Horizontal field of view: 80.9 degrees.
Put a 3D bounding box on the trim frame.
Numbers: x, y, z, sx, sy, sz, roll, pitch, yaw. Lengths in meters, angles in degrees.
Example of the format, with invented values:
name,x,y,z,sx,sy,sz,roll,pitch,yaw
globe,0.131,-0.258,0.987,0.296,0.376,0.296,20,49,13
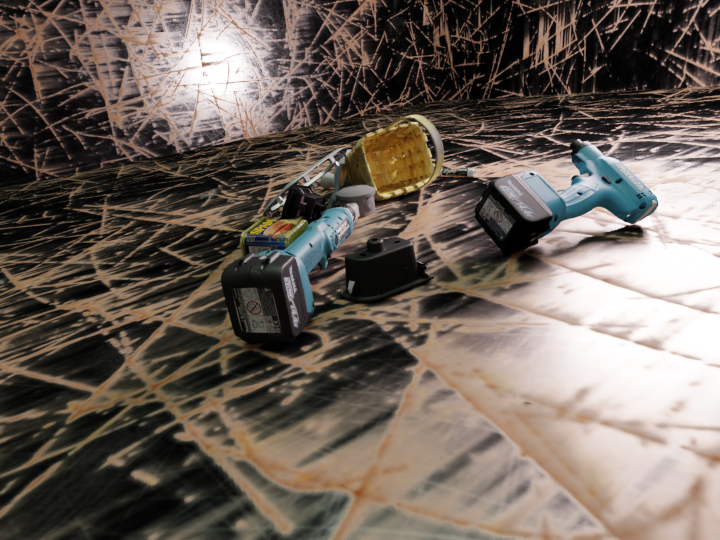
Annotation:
name,x,y,z,sx,sy,sz,roll,pitch,yaw
trim frame,-0.117,-0.193,0.931,0.246,0.027,0.188,-44,8,-26

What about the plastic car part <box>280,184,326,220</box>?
name,x,y,z,sx,sy,sz,roll,pitch,yaw
plastic car part,-0.103,-0.133,0.834,0.067,0.066,0.204,10,11,-1

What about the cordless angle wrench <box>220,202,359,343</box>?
name,x,y,z,sx,sy,sz,roll,pitch,yaw
cordless angle wrench,-0.062,-0.040,0.629,0.076,0.095,0.421,-4,21,16

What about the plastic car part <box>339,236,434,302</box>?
name,x,y,z,sx,sy,sz,roll,pitch,yaw
plastic car part,0.028,-0.009,0.549,0.113,0.069,0.069,-17,23,-27

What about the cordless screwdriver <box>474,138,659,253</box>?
name,x,y,z,sx,sy,sz,roll,pitch,yaw
cordless screwdriver,0.291,-0.122,0.629,0.244,0.072,0.166,-14,58,-15
